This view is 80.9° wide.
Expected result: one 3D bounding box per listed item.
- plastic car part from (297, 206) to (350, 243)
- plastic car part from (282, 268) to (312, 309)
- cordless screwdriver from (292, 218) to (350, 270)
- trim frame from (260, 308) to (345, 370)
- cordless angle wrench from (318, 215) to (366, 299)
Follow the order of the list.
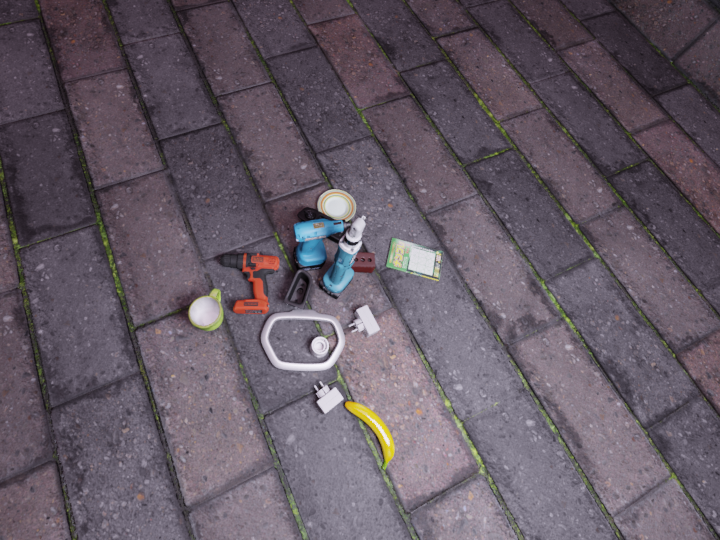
[{"bbox_3d":[-0.111,-0.141,1.383,0.206,0.066,0.066,31,66,8],"label":"plastic car part"},{"bbox_3d":[-0.185,0.062,1.282,0.066,0.070,0.118,19,66,0],"label":"plastic car part"},{"bbox_3d":[-0.123,-0.080,1.256,0.156,0.246,0.076,-10,71,-13],"label":"cordless screwdriver"},{"bbox_3d":[-0.168,0.201,1.244,0.246,0.027,0.188,1,66,-5],"label":"trim frame"},{"bbox_3d":[-0.043,-0.032,1.148,0.075,0.418,0.097,38,67,5],"label":"cordless angle wrench"}]
